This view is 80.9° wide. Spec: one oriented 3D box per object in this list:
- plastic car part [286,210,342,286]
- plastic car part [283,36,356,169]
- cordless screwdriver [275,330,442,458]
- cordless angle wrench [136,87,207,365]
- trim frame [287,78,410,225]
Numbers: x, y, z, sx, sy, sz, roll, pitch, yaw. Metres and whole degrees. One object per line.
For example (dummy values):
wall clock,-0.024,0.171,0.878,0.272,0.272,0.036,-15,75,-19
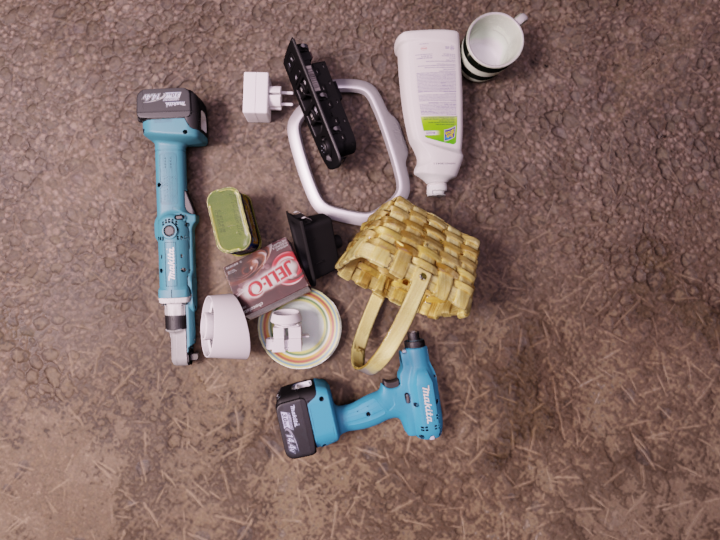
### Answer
plastic car part,-0.064,-0.042,0.659,0.070,0.069,0.113,-23,117,-16
plastic car part,-0.059,-0.253,0.655,0.065,0.068,0.204,-16,86,-28
cordless screwdriver,-0.004,0.187,0.647,0.247,0.074,0.160,-8,87,-4
cordless angle wrench,-0.288,-0.063,0.663,0.098,0.074,0.423,-2,90,-1
trim frame,-0.016,-0.192,0.688,0.184,0.027,0.250,-19,86,0
